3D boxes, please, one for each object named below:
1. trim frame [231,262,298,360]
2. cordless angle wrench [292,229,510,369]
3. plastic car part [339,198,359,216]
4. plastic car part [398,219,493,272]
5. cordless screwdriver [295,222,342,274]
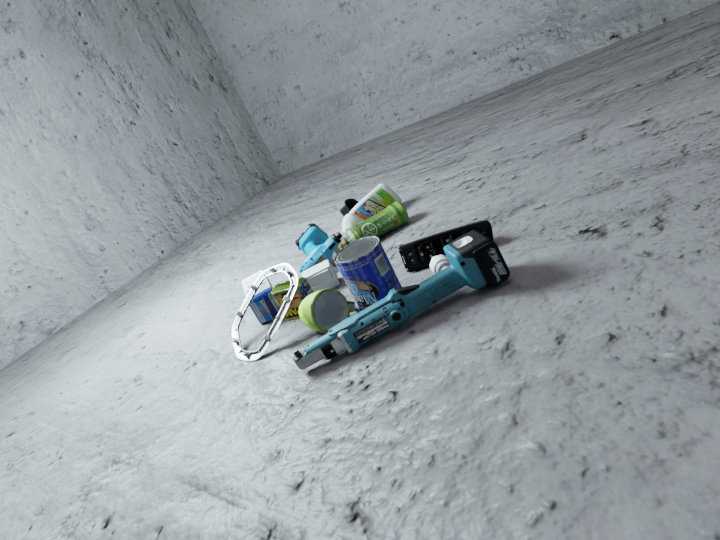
[{"bbox_3d":[-0.232,0.093,1.001,0.195,0.026,0.249,18,76,46],"label":"trim frame"},{"bbox_3d":[0.061,0.072,0.787,0.425,0.095,0.076,-30,19,5],"label":"cordless angle wrench"},{"bbox_3d":[-0.021,-0.181,1.410,0.065,0.117,0.072,-44,1,-41],"label":"plastic car part"},{"bbox_3d":[0.194,-0.055,0.943,0.209,0.067,0.065,-18,-4,26],"label":"plastic car part"},{"bbox_3d":[-0.126,-0.083,1.292,0.159,0.072,0.257,-48,22,10],"label":"cordless screwdriver"}]
